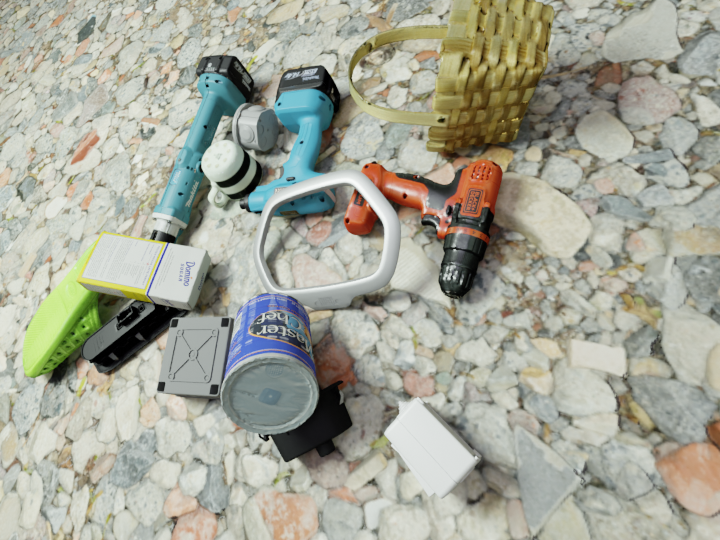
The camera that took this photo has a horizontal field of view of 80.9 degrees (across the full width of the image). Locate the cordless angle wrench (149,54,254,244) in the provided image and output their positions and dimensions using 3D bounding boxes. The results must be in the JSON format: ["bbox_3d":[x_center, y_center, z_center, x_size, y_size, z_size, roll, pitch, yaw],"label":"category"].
[{"bbox_3d":[-0.302,-0.186,0.758,0.077,0.093,0.426,10,76,21],"label":"cordless angle wrench"}]

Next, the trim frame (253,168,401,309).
[{"bbox_3d":[-0.057,-0.038,0.587,0.258,0.026,0.186,-11,83,31],"label":"trim frame"}]

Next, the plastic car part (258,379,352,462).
[{"bbox_3d":[-0.061,0.191,0.514,0.117,0.064,0.073,-27,77,6],"label":"plastic car part"}]

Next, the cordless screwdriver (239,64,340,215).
[{"bbox_3d":[-0.115,-0.207,0.696,0.164,0.071,0.253,-4,71,21],"label":"cordless screwdriver"}]

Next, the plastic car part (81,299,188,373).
[{"bbox_3d":[-0.370,0.092,0.683,0.204,0.064,0.069,-39,68,6],"label":"plastic car part"}]
